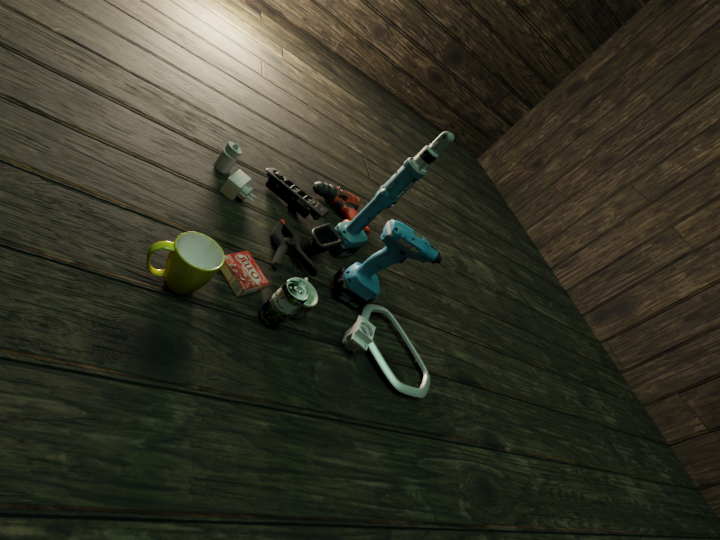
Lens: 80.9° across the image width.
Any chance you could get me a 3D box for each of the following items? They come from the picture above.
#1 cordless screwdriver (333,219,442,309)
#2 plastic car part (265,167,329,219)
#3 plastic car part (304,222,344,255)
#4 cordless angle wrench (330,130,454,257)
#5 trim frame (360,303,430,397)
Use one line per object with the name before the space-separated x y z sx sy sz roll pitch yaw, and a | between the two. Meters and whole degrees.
cordless screwdriver | 0.059 -0.001 0.999 0.153 0.251 0.077 31 35 -24
plastic car part | -0.181 -0.201 1.146 0.202 0.068 0.066 43 31 -2
plastic car part | -0.104 -0.068 1.068 0.067 0.072 0.113 50 31 8
cordless angle wrench | 0.069 -0.188 1.068 0.094 0.427 0.077 -6 60 -53
trim frame | 0.081 0.188 1.013 0.176 0.028 0.257 -8 57 -53
